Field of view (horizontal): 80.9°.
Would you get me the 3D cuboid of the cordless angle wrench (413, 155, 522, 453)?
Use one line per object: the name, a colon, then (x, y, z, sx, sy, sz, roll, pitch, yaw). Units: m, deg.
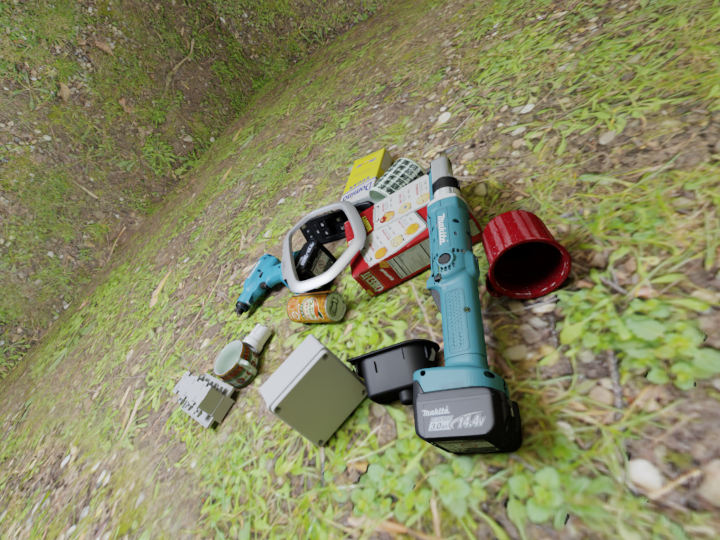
cordless angle wrench: (0.120, 0.000, 0.549, 0.101, 0.070, 0.434, -21, 48, 31)

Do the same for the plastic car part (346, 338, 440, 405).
plastic car part: (0.050, 0.139, 0.551, 0.119, 0.062, 0.073, -22, 51, 24)

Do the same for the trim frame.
trim frame: (-0.077, -0.051, 0.792, 0.185, 0.026, 0.260, -33, 36, 8)

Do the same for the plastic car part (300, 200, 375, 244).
plastic car part: (-0.040, -0.107, 0.930, 0.211, 0.065, 0.065, -11, 17, 41)

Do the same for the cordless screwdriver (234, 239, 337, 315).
cordless screwdriver: (-0.170, 0.024, 0.899, 0.259, 0.071, 0.160, -9, 44, 46)
